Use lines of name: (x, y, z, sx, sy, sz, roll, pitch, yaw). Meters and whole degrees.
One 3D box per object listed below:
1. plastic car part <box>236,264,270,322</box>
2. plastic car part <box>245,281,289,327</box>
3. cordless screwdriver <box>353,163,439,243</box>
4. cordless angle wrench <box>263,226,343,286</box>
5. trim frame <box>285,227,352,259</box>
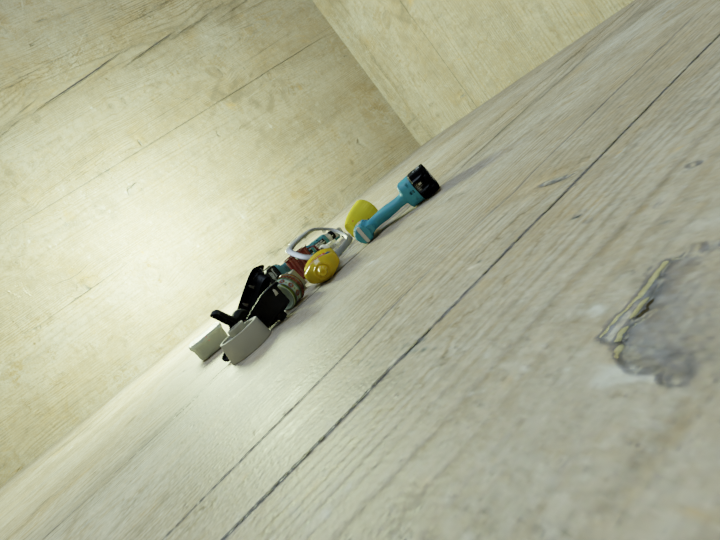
plastic car part: (-0.293, 0.084, 1.148, 0.063, 0.070, 0.201, -2, -67, -57)
plastic car part: (-0.201, 0.088, 0.962, 0.117, 0.072, 0.065, -49, -7, 39)
cordless screwdriver: (0.086, -0.173, 1.119, 0.251, 0.073, 0.160, -39, 9, 15)
cordless angle wrench: (-0.184, -0.054, 1.469, 0.076, 0.098, 0.416, -36, 5, 45)
trim frame: (-0.127, -0.083, 1.297, 0.190, 0.027, 0.247, 9, 30, 16)
